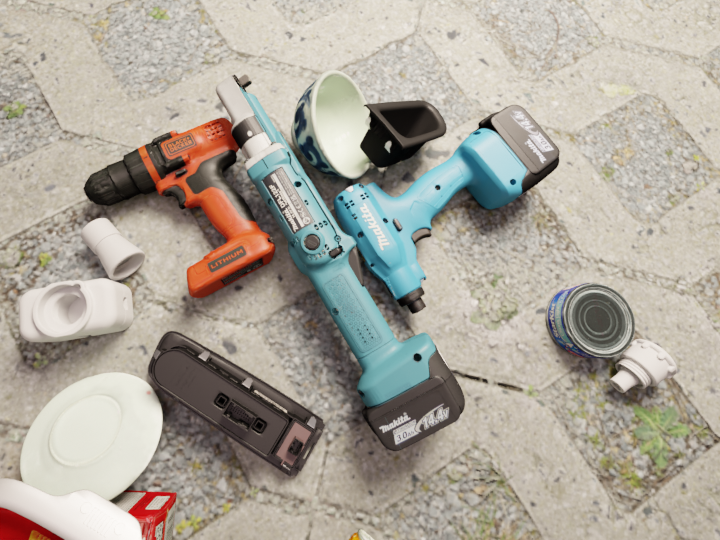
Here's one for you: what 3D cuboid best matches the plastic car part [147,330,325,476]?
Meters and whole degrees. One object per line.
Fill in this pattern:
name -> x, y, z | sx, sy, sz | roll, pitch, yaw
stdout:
plastic car part -> -0.138, 0.137, 0.438 | 0.206, 0.066, 0.066 | 31, 84, 6

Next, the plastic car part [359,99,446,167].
plastic car part -> 0.045, -0.154, 0.497 | 0.113, 0.071, 0.067 | -25, 74, -45

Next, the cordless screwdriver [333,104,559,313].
cordless screwdriver -> 0.110, -0.072, 0.493 | 0.247, 0.073, 0.162 | -30, 82, -5

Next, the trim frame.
trim frame -> -0.255, 0.282, 0.340 | 0.252, 0.027, 0.184 | 26, 78, 6

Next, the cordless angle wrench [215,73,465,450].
cordless angle wrench -> -0.044, -0.029, 0.450 | 0.098, 0.073, 0.428 | -32, 84, 7
